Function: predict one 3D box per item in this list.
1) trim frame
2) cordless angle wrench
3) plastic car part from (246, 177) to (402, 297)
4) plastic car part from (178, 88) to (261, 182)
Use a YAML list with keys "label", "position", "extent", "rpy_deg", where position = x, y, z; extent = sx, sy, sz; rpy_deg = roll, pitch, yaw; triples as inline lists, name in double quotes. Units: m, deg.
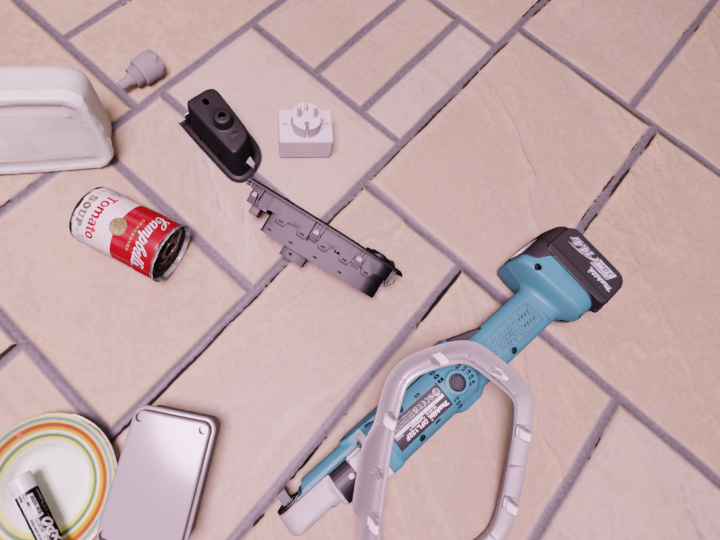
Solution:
- label: "trim frame"
  position: [0.079, 0.187, 0.393]
  extent: [0.179, 0.028, 0.247]
  rpy_deg: [8, 95, -15]
- label: "cordless angle wrench"
  position: [0.092, 0.113, 0.442]
  extent: [0.419, 0.073, 0.100]
  rpy_deg: [-38, 81, -13]
- label: "plastic car part"
  position: [-0.047, -0.031, 0.478]
  extent: [0.204, 0.066, 0.067]
  rpy_deg: [28, 82, 3]
- label: "plastic car part"
  position: [-0.166, -0.171, 0.508]
  extent: [0.065, 0.070, 0.119]
  rpy_deg: [-38, 78, -15]
